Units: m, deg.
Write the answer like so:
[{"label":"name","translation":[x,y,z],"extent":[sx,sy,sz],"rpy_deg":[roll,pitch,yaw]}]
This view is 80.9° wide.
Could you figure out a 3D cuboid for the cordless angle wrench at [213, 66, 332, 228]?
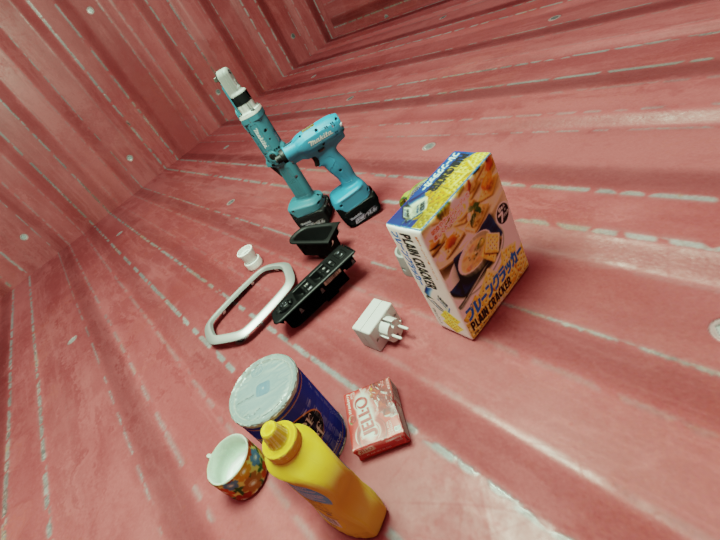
[{"label":"cordless angle wrench","translation":[-0.199,-0.276,0.987],"extent":[0.101,0.403,0.076],"rpy_deg":[-17,35,23]}]

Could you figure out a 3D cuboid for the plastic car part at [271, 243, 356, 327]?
[{"label":"plastic car part","translation":[-0.086,0.037,0.818],"extent":[0.202,0.064,0.070],"rpy_deg":[-40,34,-9]}]

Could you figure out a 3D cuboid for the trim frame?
[{"label":"trim frame","translation":[-0.244,0.069,0.940],"extent":[0.194,0.026,0.247],"rpy_deg":[12,55,46]}]

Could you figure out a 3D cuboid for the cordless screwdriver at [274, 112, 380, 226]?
[{"label":"cordless screwdriver","translation":[-0.068,-0.206,0.945],"extent":[0.160,0.237,0.077],"rpy_deg":[-30,32,4]}]

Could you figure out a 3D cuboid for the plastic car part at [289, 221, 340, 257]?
[{"label":"plastic car part","translation":[-0.092,-0.060,0.936],"extent":[0.122,0.067,0.066],"rpy_deg":[-4,43,36]}]
